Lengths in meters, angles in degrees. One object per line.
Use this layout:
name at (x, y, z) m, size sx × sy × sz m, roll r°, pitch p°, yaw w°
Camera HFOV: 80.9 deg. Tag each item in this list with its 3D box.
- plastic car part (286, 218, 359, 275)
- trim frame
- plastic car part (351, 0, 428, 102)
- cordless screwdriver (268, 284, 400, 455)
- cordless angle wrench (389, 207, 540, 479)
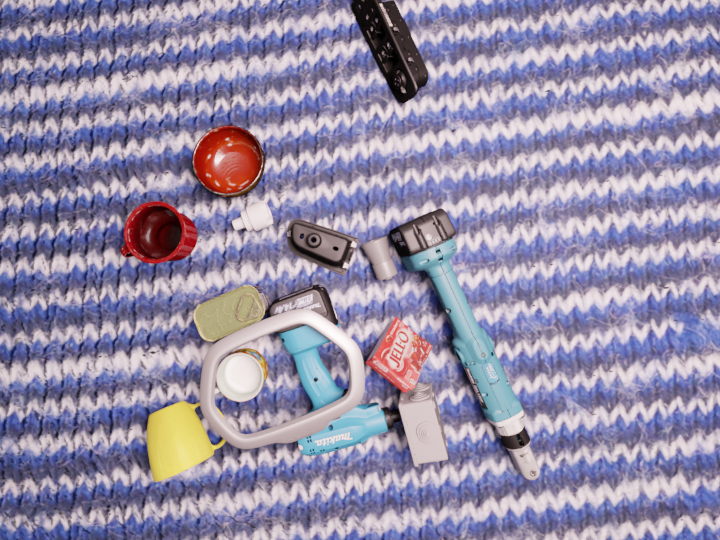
plastic car part at (-0.065, -0.042, 0.661) m, size 0.116 × 0.071 × 0.066 m, roll 21°, pitch 87°, yaw -1°
trim frame at (-0.115, 0.159, 0.605) m, size 0.249 × 0.027 × 0.184 m, roll -24°, pitch 91°, yaw 4°
plastic car part at (0.053, -0.369, 0.690) m, size 0.065 × 0.068 × 0.205 m, roll -18°, pitch 84°, yaw -27°
cordless screwdriver at (-0.043, 0.145, 0.647) m, size 0.159 × 0.074 × 0.249 m, roll -15°, pitch 90°, yaw 0°
cordless angle wrench at (0.169, 0.115, 0.634) m, size 0.074 × 0.098 × 0.424 m, roll -24°, pitch 89°, yaw -5°
